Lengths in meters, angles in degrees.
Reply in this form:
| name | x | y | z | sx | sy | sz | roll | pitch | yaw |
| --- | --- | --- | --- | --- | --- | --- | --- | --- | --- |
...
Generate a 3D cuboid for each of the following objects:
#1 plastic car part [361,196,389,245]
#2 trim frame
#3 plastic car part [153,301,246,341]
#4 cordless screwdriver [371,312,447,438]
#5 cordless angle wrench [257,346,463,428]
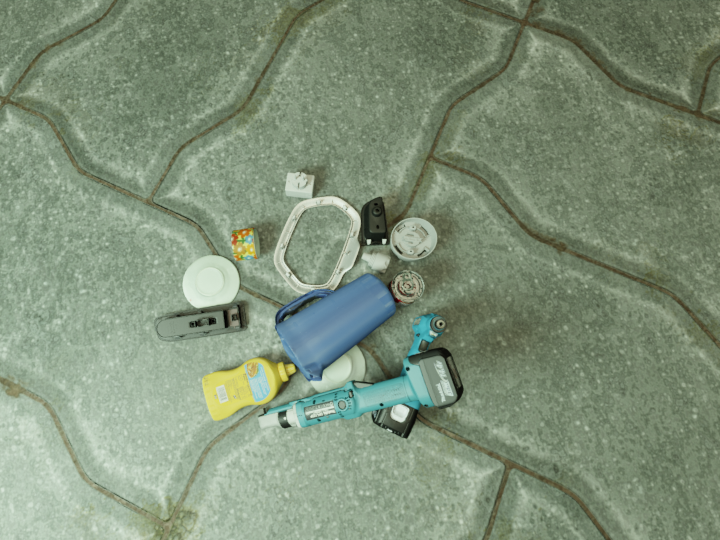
| name | x | y | z | sx | sy | sz | roll | pitch | yaw |
| --- | --- | --- | --- | --- | --- | --- | --- | --- | --- |
| plastic car part | 0.035 | -0.121 | 0.984 | 0.066 | 0.070 | 0.118 | -2 | 79 | -4 |
| trim frame | -0.097 | -0.063 | 0.993 | 0.186 | 0.027 | 0.250 | 20 | 74 | 5 |
| plastic car part | -0.358 | 0.119 | 0.929 | 0.203 | 0.067 | 0.066 | -9 | 92 | 1 |
| cordless screwdriver | 0.106 | 0.203 | 0.852 | 0.075 | 0.157 | 0.249 | 24 | 78 | 1 |
| cordless angle wrench | -0.024 | 0.250 | 0.812 | 0.433 | 0.071 | 0.100 | -21 | 76 | 22 |
